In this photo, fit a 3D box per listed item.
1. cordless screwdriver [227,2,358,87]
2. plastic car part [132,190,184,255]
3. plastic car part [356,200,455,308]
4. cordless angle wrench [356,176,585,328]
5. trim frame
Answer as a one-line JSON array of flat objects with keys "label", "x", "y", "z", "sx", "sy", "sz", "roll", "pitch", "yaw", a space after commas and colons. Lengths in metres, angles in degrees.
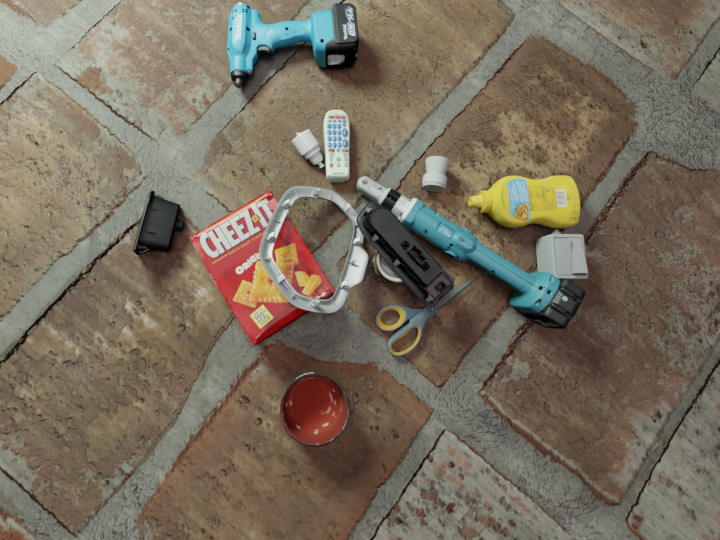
[{"label": "cordless screwdriver", "x": -0.129, "y": -0.424, "z": 0.805, "sx": 0.249, "sy": 0.073, "sz": 0.161, "roll": 0, "pitch": 81, "yaw": 1}, {"label": "plastic car part", "x": -0.350, "y": -0.079, "z": 0.745, "sx": 0.069, "sy": 0.067, "sz": 0.117, "roll": 16, "pitch": 77, "yaw": -18}, {"label": "plastic car part", "x": 0.072, "y": -0.033, "z": 0.700, "sx": 0.066, "sy": 0.066, "sz": 0.206, "roll": -42, "pitch": 82, "yaw": -4}, {"label": "cordless angle wrench", "x": 0.173, "y": -0.047, "z": 0.748, "sx": 0.428, "sy": 0.097, "sz": 0.074, "roll": 33, "pitch": 83, "yaw": 6}, {"label": "trim frame", "x": -0.069, "y": -0.045, "z": 0.710, "sx": 0.179, "sy": 0.028, "sz": 0.252, "roll": 30, "pitch": 50, "yaw": -16}]
